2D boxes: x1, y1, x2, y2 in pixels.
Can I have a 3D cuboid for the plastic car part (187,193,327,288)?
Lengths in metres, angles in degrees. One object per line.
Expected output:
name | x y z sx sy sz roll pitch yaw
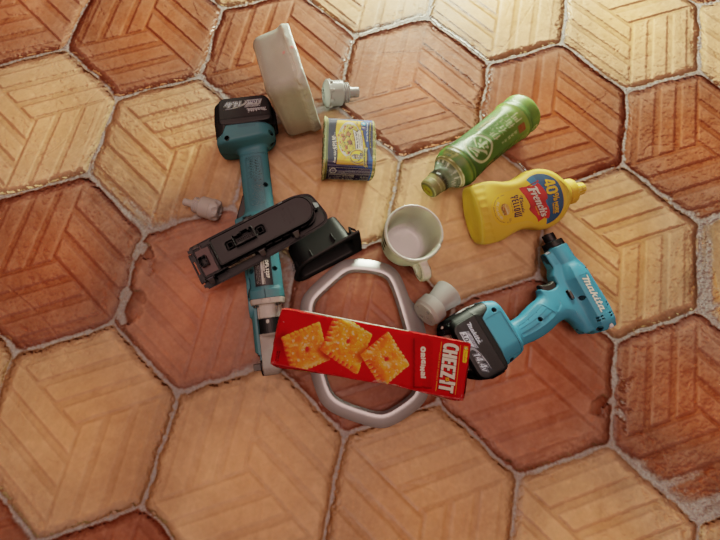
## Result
plastic car part | -0.143 -0.052 0.589 0.201 0.066 0.068 -28 78 -9

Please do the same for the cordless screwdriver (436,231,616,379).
cordless screwdriver | 0.233 0.050 0.624 0.246 0.074 0.162 -21 77 -10

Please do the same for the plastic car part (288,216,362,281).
plastic car part | -0.064 -0.042 0.653 0.116 0.064 0.074 -26 65 -5

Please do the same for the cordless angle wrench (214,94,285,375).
cordless angle wrench | -0.156 -0.058 0.648 0.097 0.074 0.429 -8 78 -5

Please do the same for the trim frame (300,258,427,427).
trim frame | 0.009 0.103 0.630 0.183 0.027 0.254 -13 75 -3
